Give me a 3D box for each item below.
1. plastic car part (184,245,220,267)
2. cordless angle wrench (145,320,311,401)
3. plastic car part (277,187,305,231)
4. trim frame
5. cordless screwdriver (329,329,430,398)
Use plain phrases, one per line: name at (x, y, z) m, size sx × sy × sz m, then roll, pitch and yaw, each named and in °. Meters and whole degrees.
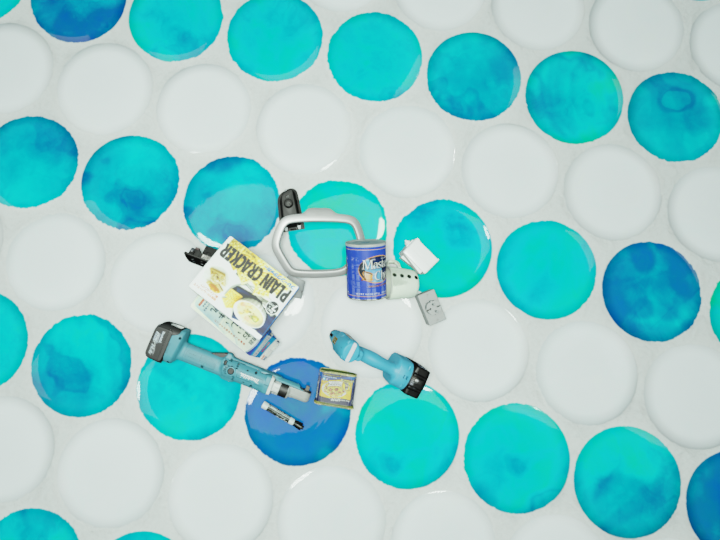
plastic car part at (-0.355, -0.018, 1.112) m, size 0.204 × 0.065 × 0.067 m, roll 24°, pitch 60°, yaw 2°
cordless angle wrench at (-0.327, 0.249, 1.077) m, size 0.423 × 0.074 × 0.098 m, roll 22°, pitch 85°, yaw -1°
plastic car part at (-0.188, -0.165, 1.119) m, size 0.065 × 0.071 × 0.117 m, roll -9°, pitch 88°, yaw -6°
trim frame at (-0.108, -0.071, 1.104) m, size 0.245 × 0.028 × 0.182 m, roll -1°, pitch 102°, yaw -9°
cordless screwdriver at (0.037, 0.221, 1.061) m, size 0.242 × 0.164 × 0.074 m, roll 28°, pitch 88°, yaw -15°
